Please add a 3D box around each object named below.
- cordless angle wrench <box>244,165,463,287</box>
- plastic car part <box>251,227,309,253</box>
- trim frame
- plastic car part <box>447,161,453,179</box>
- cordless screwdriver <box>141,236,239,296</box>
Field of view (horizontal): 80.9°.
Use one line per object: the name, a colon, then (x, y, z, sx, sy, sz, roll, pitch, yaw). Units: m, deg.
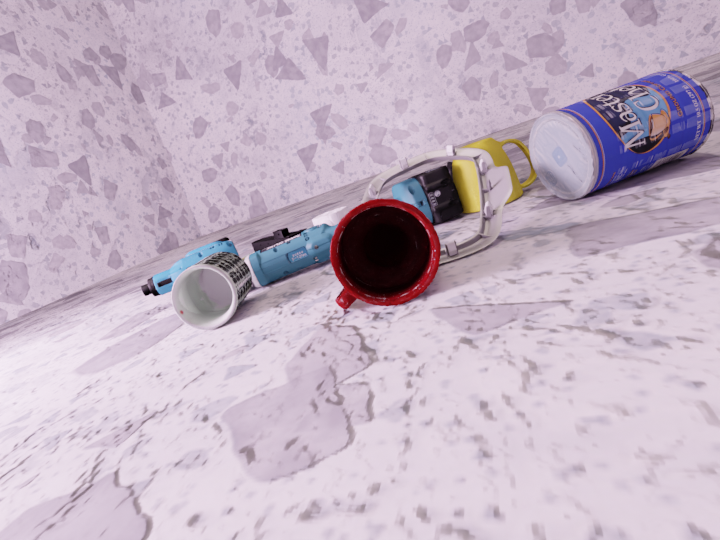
cordless angle wrench: (-0.063, -0.041, 0.641, 0.424, 0.073, 0.099, -23, 10, 2)
plastic car part: (-0.150, -0.042, 0.791, 0.065, 0.065, 0.211, -38, 18, -35)
trim frame: (0.085, -0.091, 0.519, 0.190, 0.026, 0.252, -7, 39, 20)
plastic car part: (0.200, -0.160, 0.743, 0.071, 0.065, 0.119, -7, 15, -4)
cordless screwdriver: (-0.298, -0.004, 0.777, 0.157, 0.073, 0.254, -24, 9, -12)
